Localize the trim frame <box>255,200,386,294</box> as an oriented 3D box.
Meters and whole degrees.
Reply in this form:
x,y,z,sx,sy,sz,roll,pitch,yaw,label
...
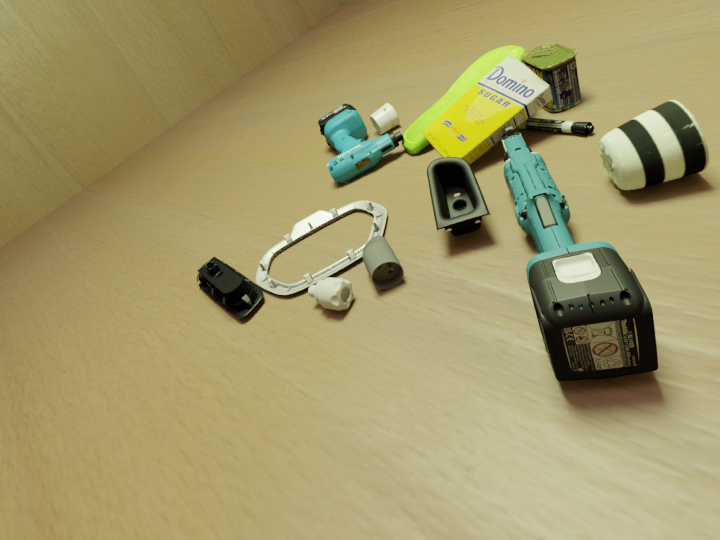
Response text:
x,y,z,sx,sy,sz,roll,pitch,yaw,label
-0.069,-0.045,0.708,0.249,0.026,0.192,-30,34,3,trim frame

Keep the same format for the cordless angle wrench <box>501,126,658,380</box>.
x,y,z,sx,sy,sz,roll,pitch,yaw,label
0.210,-0.071,0.492,0.076,0.094,0.430,-16,34,20,cordless angle wrench

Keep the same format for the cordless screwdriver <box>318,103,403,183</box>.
x,y,z,sx,sy,sz,roll,pitch,yaw,label
-0.007,-0.293,0.923,0.161,0.070,0.259,-28,38,10,cordless screwdriver

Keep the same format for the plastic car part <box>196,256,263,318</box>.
x,y,z,sx,sy,sz,roll,pitch,yaw,label
-0.231,0.018,0.724,0.065,0.064,0.215,-37,37,-23,plastic car part

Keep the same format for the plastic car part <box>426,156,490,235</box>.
x,y,z,sx,sy,sz,roll,pitch,yaw,label
0.134,-0.096,0.582,0.067,0.067,0.120,-17,52,18,plastic car part
